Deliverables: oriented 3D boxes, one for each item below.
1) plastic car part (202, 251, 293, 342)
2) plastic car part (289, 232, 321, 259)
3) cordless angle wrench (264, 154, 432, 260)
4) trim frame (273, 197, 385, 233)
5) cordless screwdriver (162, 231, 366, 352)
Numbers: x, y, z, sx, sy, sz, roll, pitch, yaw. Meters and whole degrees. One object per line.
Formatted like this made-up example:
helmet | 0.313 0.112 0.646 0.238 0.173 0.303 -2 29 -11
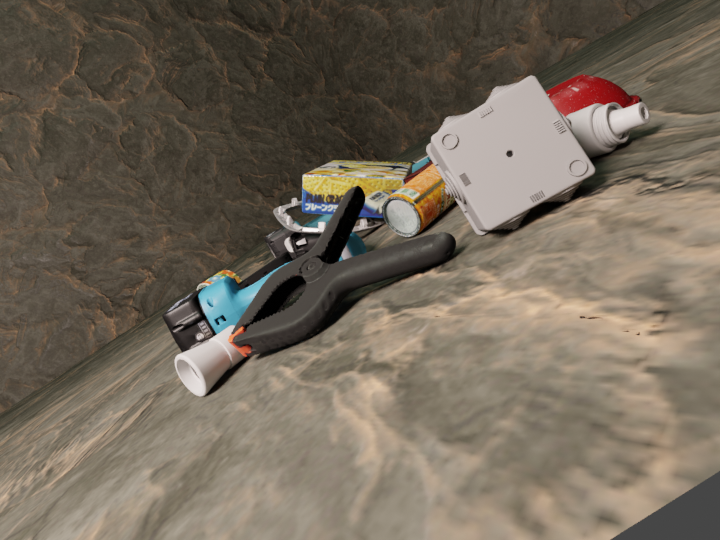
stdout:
plastic car part | -0.163 0.036 0.615 0.201 0.067 0.067 -32 2 -14
plastic car part | -0.071 -0.046 0.721 0.072 0.065 0.116 -14 12 11
cordless angle wrench | -0.005 -0.144 0.906 0.419 0.073 0.100 -32 10 -9
trim frame | -0.058 -0.104 0.752 0.180 0.027 0.259 -8 21 -17
cordless screwdriver | -0.113 0.017 0.540 0.249 0.073 0.162 -28 11 0
